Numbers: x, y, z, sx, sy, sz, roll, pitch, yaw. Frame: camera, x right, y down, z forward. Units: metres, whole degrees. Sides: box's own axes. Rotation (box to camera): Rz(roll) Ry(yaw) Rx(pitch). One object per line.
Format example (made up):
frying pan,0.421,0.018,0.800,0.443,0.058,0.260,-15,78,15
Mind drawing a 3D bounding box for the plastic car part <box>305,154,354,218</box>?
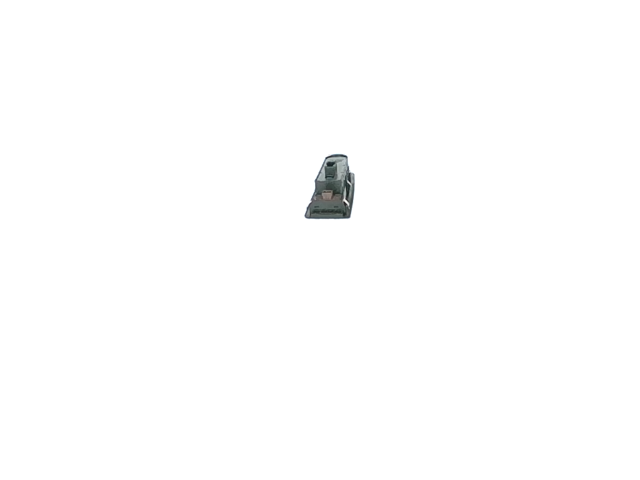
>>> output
plastic car part,0.019,-0.096,0.686,0.066,0.067,0.202,-7,21,12
